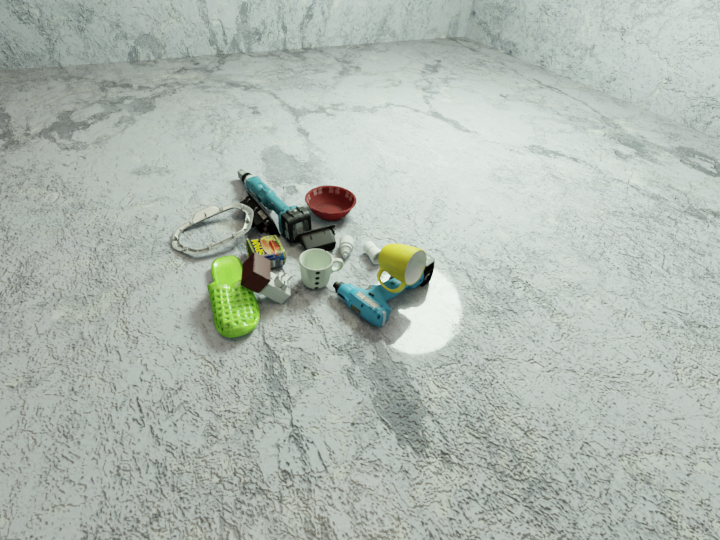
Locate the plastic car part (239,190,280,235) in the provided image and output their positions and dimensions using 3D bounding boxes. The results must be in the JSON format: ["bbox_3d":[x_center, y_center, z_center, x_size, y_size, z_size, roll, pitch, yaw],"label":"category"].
[{"bbox_3d":[-0.314,-0.167,1.280,0.067,0.063,0.214,-35,50,-4],"label":"plastic car part"}]

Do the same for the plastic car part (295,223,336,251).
[{"bbox_3d":[-0.116,-0.076,1.184,0.114,0.064,0.074,-18,59,-18],"label":"plastic car part"}]

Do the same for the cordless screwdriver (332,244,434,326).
[{"bbox_3d":[0.061,0.023,1.064,0.168,0.072,0.244,33,53,30],"label":"cordless screwdriver"}]

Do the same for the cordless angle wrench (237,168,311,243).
[{"bbox_3d":[-0.293,-0.230,1.328,0.072,0.095,0.448,-24,44,-25],"label":"cordless angle wrench"}]

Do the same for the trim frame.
[{"bbox_3d":[-0.425,-0.126,1.218,0.245,0.026,0.195,-29,47,-15],"label":"trim frame"}]
